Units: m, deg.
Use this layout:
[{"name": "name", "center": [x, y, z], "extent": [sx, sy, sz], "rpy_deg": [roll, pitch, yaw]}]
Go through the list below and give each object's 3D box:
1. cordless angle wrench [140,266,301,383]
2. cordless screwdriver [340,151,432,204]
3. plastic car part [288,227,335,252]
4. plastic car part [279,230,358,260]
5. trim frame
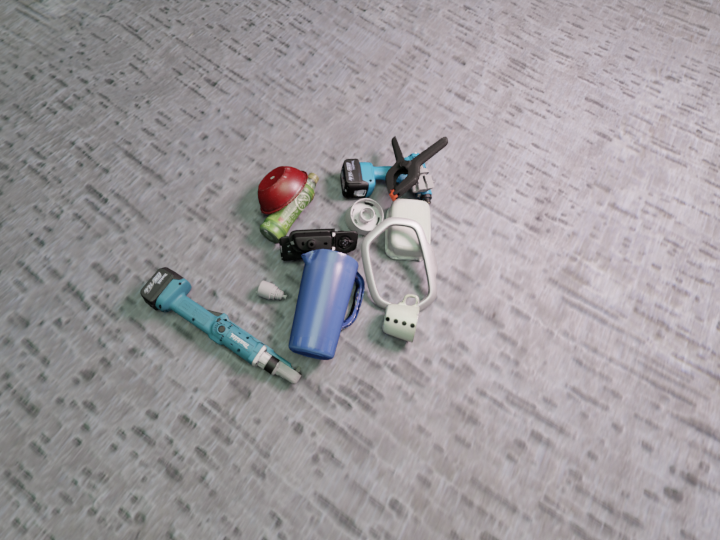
[{"name": "cordless angle wrench", "center": [-0.324, 0.141, 0.998], "extent": [0.431, 0.073, 0.098], "rpy_deg": [31, 69, 10]}, {"name": "cordless screwdriver", "center": [0.074, -0.245, 1.180], "extent": [0.245, 0.073, 0.164], "rpy_deg": [-8, 67, -9]}, {"name": "plastic car part", "center": [-0.115, -0.068, 1.036], "extent": [0.115, 0.073, 0.065], "rpy_deg": [-1, 99, -10]}, {"name": "plastic car part", "center": [-0.108, -0.070, 1.102], "extent": [0.203, 0.068, 0.065], "rpy_deg": [-5, 105, -1]}, {"name": "trim frame", "center": [0.100, -0.011, 1.056], "extent": [0.185, 0.027, 0.250], "rpy_deg": [-13, 86, 2]}]
